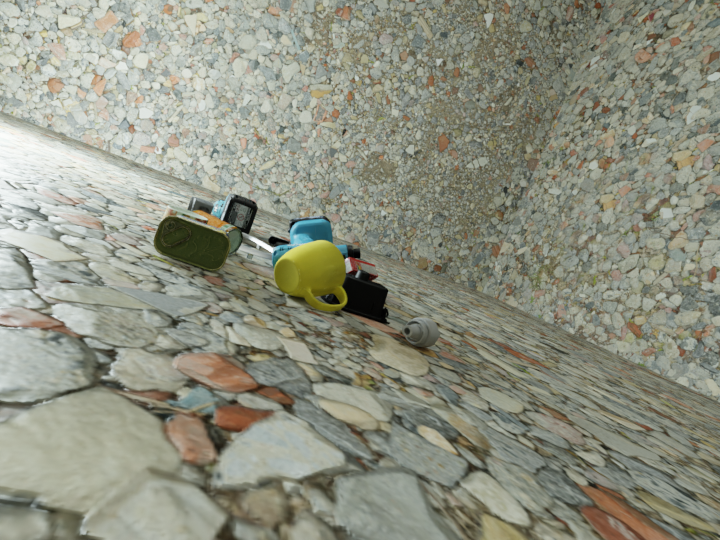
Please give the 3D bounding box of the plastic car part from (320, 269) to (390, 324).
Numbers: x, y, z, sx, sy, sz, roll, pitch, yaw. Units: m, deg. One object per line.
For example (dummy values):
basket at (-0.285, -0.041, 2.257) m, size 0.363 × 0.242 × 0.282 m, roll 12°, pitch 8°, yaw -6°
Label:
plastic car part at (0.000, 0.036, 0.713) m, size 0.112 × 0.071 × 0.069 m, roll 23°, pitch 4°, yaw -22°

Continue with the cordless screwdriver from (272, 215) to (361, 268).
cordless screwdriver at (-0.084, -0.055, 0.862) m, size 0.160 × 0.073 × 0.253 m, roll -6°, pitch 17°, yaw 0°

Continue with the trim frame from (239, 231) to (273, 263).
trim frame at (-0.263, -0.062, 0.905) m, size 0.174 × 0.027 × 0.263 m, roll 17°, pitch 9°, yaw -44°

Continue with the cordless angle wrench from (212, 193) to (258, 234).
cordless angle wrench at (-0.384, -0.170, 1.213) m, size 0.071 × 0.098 × 0.442 m, roll 19°, pitch 2°, yaw -27°
